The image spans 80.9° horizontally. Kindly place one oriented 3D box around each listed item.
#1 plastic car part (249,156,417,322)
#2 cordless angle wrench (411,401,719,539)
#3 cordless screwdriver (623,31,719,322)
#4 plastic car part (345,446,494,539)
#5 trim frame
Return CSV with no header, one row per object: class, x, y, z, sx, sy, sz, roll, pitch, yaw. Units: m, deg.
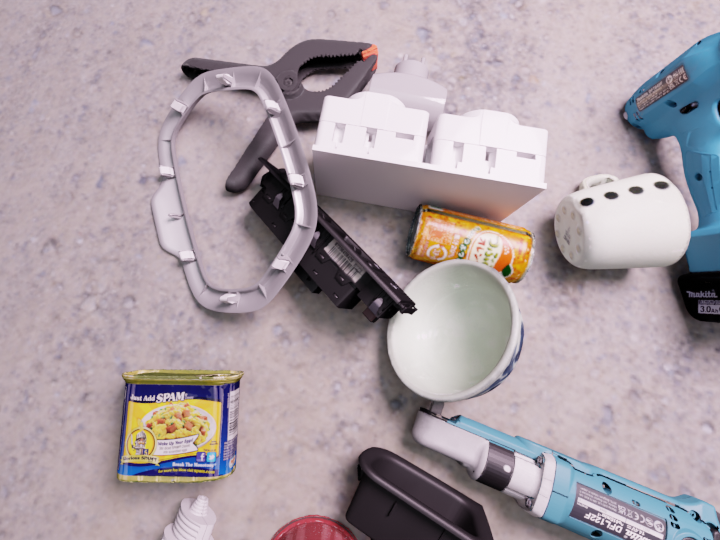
plastic car part,-0.038,-0.025,0.393,0.067,0.063,0.211,-46,68,16
cordless angle wrench,0.246,0.210,0.337,0.430,0.073,0.098,20,79,8
cordless screwdriver,0.328,-0.082,0.356,0.074,0.157,0.252,-10,80,-5
plastic car part,0.039,0.208,0.351,0.119,0.065,0.071,25,93,9
trim frame,-0.132,-0.082,0.403,0.189,0.026,0.253,-25,76,27
